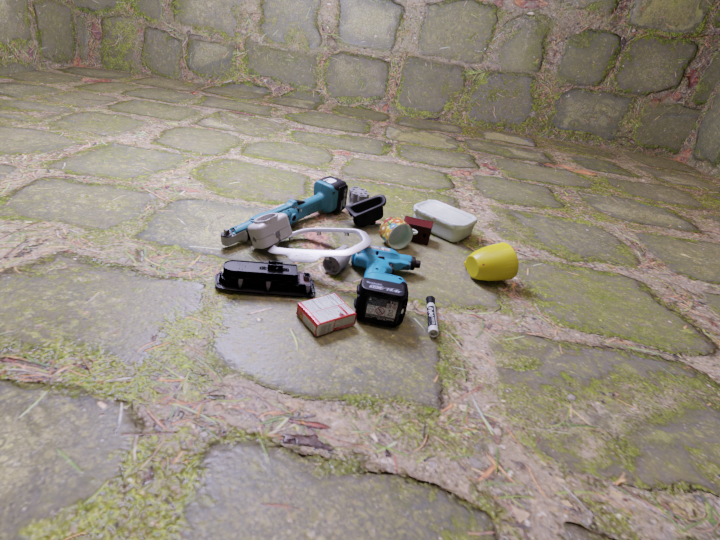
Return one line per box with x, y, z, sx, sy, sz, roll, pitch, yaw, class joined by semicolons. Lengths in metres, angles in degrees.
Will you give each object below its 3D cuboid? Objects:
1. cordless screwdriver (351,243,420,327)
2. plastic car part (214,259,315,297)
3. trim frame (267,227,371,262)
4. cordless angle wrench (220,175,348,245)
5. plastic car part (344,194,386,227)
0.061;0.020;0.885;0.159;0.073;0.254;7;26;-3;cordless screwdriver
-0.191;0.013;0.846;0.201;0.065;0.069;1;37;-7;plastic car part
-0.095;-0.062;0.971;0.258;0.027;0.182;4;25;22;trim frame
-0.190;-0.148;1.103;0.078;0.095;0.412;27;39;27;cordless angle wrench
0.023;-0.158;1.177;0.114;0.068;0.070;-20;39;-16;plastic car part
